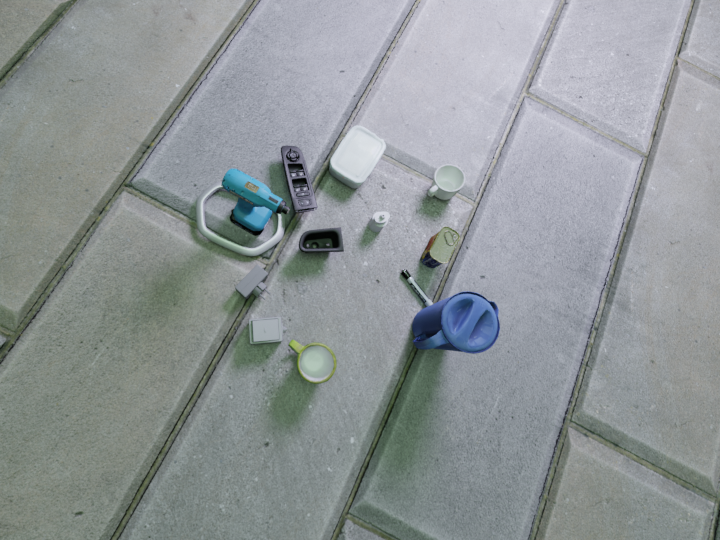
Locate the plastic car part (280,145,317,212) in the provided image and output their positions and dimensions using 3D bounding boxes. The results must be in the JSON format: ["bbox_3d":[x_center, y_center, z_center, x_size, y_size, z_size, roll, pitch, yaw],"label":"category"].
[{"bbox_3d":[-0.174,-0.248,1.161,0.065,0.067,0.206,-12,78,-12],"label":"plastic car part"}]

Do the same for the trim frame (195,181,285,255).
[{"bbox_3d":[-0.322,-0.142,1.135,0.248,0.027,0.185,22,74,-1],"label":"trim frame"}]

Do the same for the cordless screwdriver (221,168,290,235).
[{"bbox_3d":[-0.250,-0.151,1.032,0.159,0.249,0.074,30,74,-3],"label":"cordless screwdriver"}]

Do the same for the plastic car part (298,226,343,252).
[{"bbox_3d":[-0.110,-0.072,1.120,0.115,0.071,0.067,-5,78,-10],"label":"plastic car part"}]
